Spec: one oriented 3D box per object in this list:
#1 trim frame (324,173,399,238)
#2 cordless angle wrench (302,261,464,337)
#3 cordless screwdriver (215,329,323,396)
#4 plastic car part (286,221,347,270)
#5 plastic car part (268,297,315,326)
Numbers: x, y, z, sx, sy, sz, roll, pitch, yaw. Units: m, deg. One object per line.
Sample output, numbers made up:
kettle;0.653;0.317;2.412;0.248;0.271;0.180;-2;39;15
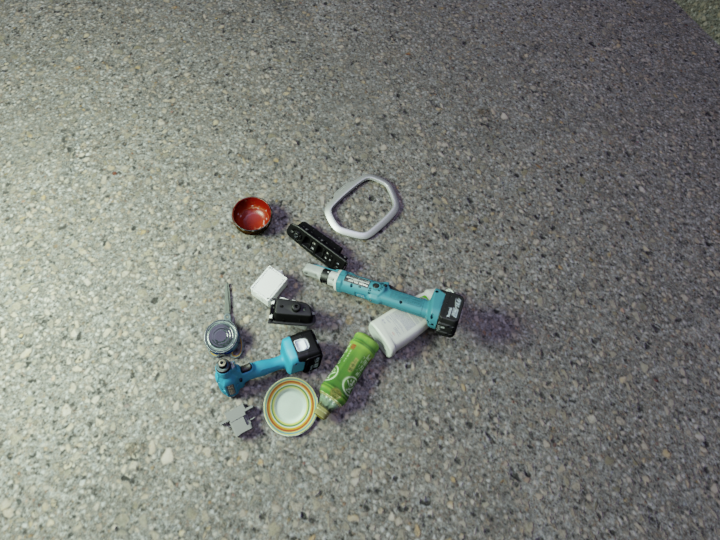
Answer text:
trim frame;0.006;-0.195;1.273;0.189;0.027;0.246;41;70;12
cordless angle wrench;0.042;0.055;1.093;0.438;0.072;0.098;17;50;19
cordless screwdriver;-0.215;0.211;0.987;0.244;0.155;0.078;-18;59;-16
plastic car part;-0.116;-0.076;1.186;0.207;0.065;0.066;33;56;10
plastic car part;-0.165;0.097;1.032;0.117;0.069;0.067;6;66;-1
